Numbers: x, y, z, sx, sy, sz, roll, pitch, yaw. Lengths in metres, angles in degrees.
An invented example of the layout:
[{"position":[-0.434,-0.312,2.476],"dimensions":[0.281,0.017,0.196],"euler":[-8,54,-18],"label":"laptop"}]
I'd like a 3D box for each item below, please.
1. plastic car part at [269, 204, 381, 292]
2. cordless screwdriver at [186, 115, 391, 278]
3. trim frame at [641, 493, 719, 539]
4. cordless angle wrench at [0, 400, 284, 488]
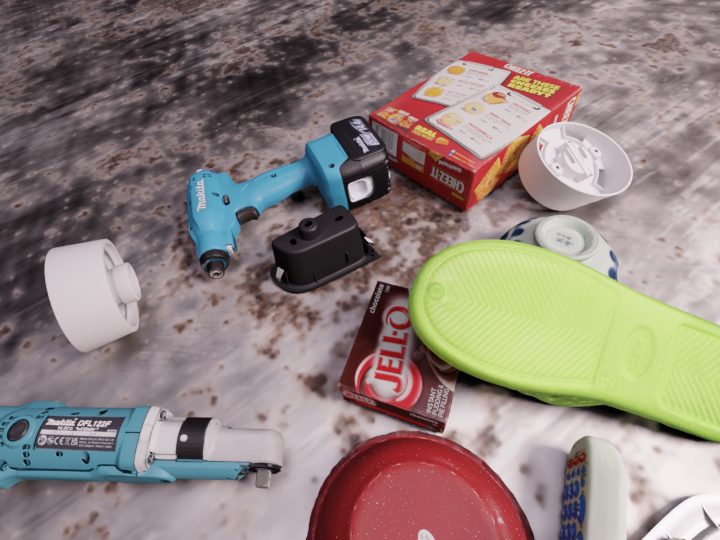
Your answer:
[{"position":[-0.044,-0.029,0.453],"dimensions":[0.115,0.068,0.069],"euler":[-26,52,-16],"label":"plastic car part"},{"position":[-0.085,-0.087,0.506],"dimensions":[0.248,0.071,0.166],"euler":[-19,52,-1],"label":"cordless screwdriver"},{"position":[0.274,0.238,0.216],"dimensions":[0.258,0.026,0.184],"euler":[20,58,21],"label":"trim frame"},{"position":[-0.273,0.144,0.354],"dimensions":[0.427,0.071,0.101],"euler":[-1,52,5],"label":"cordless angle wrench"}]
